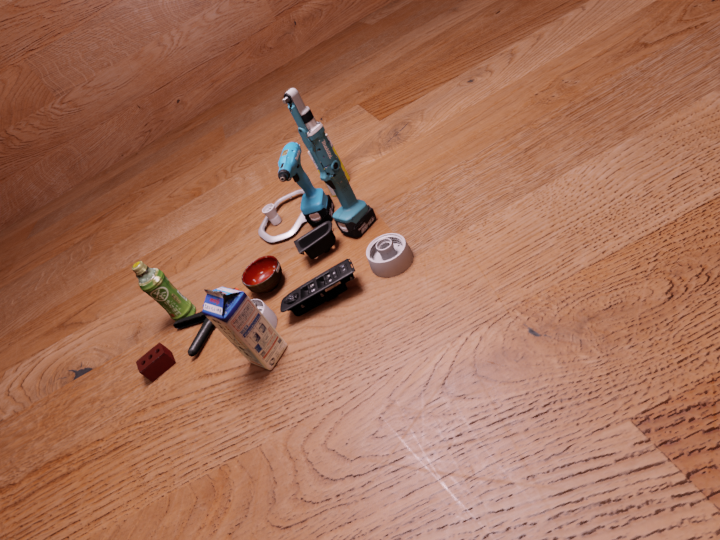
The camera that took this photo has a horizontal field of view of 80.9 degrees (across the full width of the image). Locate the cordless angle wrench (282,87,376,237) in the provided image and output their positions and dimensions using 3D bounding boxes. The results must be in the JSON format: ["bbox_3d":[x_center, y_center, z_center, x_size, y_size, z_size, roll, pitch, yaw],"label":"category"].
[{"bbox_3d":[-0.080,-0.263,1.062,0.079,0.402,0.097,20,58,45],"label":"cordless angle wrench"}]

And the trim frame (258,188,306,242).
[{"bbox_3d":[-0.235,-0.181,1.372,0.192,0.026,0.250,-3,47,30],"label":"trim frame"}]

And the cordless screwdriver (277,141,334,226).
[{"bbox_3d":[-0.161,-0.228,1.208,0.076,0.236,0.163,-14,41,19],"label":"cordless screwdriver"}]

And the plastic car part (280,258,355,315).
[{"bbox_3d":[-0.099,0.049,1.014,0.204,0.064,0.069,-27,38,5],"label":"plastic car part"}]

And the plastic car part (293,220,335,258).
[{"bbox_3d":[-0.112,-0.073,1.148,0.116,0.067,0.069,-31,38,0],"label":"plastic car part"}]
